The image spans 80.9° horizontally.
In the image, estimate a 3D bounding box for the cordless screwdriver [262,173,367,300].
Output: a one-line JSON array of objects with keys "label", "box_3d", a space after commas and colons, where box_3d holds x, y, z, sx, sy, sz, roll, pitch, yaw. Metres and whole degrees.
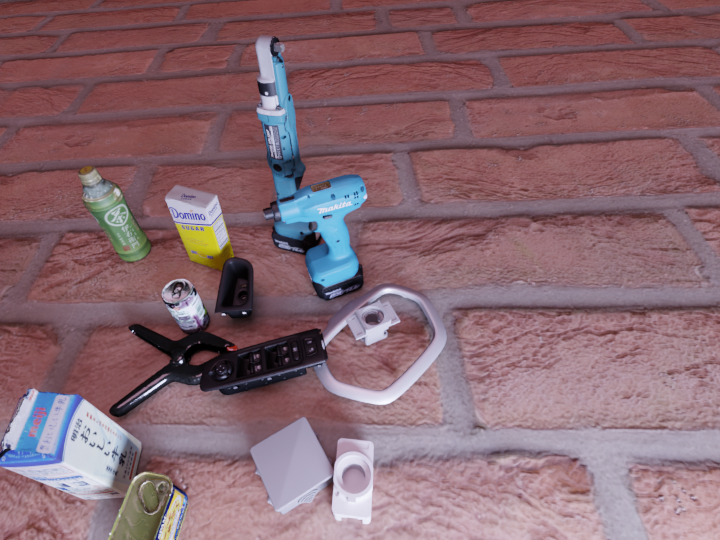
[{"label": "cordless screwdriver", "box_3d": [-0.071, -0.046, 0.722, 0.157, 0.240, 0.078, -16, 52, -11]}]

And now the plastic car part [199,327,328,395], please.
[{"label": "plastic car part", "box_3d": [-0.154, 0.153, 0.679, 0.202, 0.064, 0.069, -12, 51, -5]}]

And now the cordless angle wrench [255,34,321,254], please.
[{"label": "cordless angle wrench", "box_3d": [-0.132, -0.194, 0.741, 0.101, 0.408, 0.075, 16, 52, 13]}]

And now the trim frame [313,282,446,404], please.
[{"label": "trim frame", "box_3d": [0.030, 0.115, 0.716, 0.193, 0.026, 0.245, 34, 61, 29]}]

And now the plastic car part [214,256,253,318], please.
[{"label": "plastic car part", "box_3d": [-0.222, 0.040, 0.777, 0.066, 0.068, 0.120, -5, 50, -1]}]
